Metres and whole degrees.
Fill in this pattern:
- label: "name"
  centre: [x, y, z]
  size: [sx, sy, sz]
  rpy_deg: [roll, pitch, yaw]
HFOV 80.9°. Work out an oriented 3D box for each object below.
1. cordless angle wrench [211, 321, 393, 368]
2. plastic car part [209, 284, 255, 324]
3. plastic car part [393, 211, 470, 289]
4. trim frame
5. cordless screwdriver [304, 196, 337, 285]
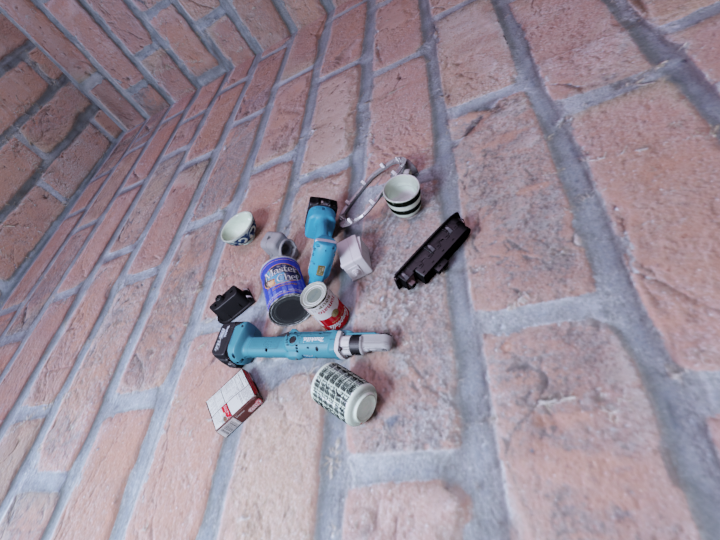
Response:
- label: "cordless angle wrench"
  centre: [-0.132, 0.158, 0.901]
  size: [0.439, 0.070, 0.099]
  rpy_deg: [-6, 51, 29]
- label: "plastic car part"
  centre: [-0.349, 0.085, 1.118]
  size: [0.116, 0.067, 0.070]
  rpy_deg: [-38, 39, -3]
- label: "plastic car part"
  centre: [0.155, -0.037, 0.865]
  size: [0.071, 0.063, 0.202]
  rpy_deg: [31, 76, 37]
- label: "trim frame"
  centre: [0.025, -0.207, 1.093]
  size: [0.248, 0.026, 0.192]
  rpy_deg: [-51, 25, -13]
- label: "cordless screwdriver"
  centre: [-0.102, -0.067, 1.048]
  size: [0.257, 0.073, 0.156]
  rpy_deg: [-97, 20, -52]
